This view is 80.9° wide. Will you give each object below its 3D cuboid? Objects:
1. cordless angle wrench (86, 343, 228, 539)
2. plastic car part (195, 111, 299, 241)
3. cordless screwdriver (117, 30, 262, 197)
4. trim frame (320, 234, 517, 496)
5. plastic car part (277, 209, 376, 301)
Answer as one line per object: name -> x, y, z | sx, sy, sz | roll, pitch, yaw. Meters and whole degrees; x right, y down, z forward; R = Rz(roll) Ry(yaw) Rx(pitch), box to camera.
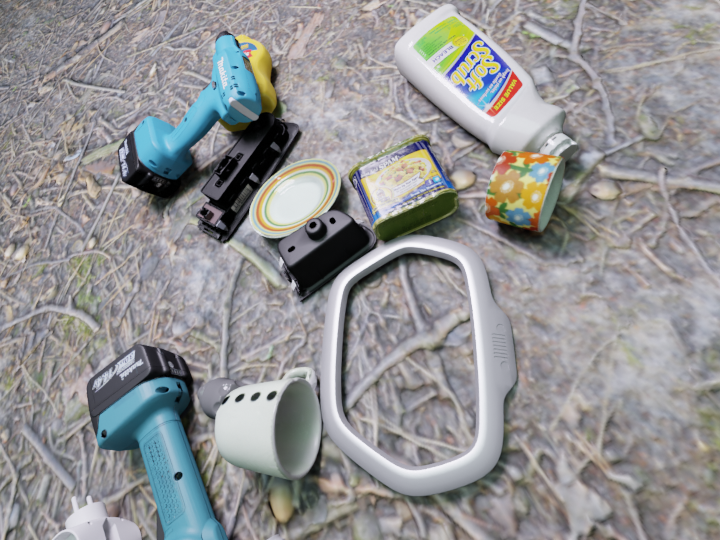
cordless angle wrench -> -0.146, 0.262, 0.376 | 0.098, 0.071, 0.444 | -38, 59, 1
plastic car part -> -0.165, -0.144, 0.593 | 0.070, 0.063, 0.203 | 24, 73, 36
cordless screwdriver -> -0.254, -0.228, 0.621 | 0.253, 0.070, 0.165 | -30, 62, 24
trim frame -> 0.049, 0.076, 0.411 | 0.190, 0.026, 0.254 | -7, 61, 20
plastic car part -> -0.047, -0.031, 0.479 | 0.117, 0.067, 0.069 | -36, 59, 5
